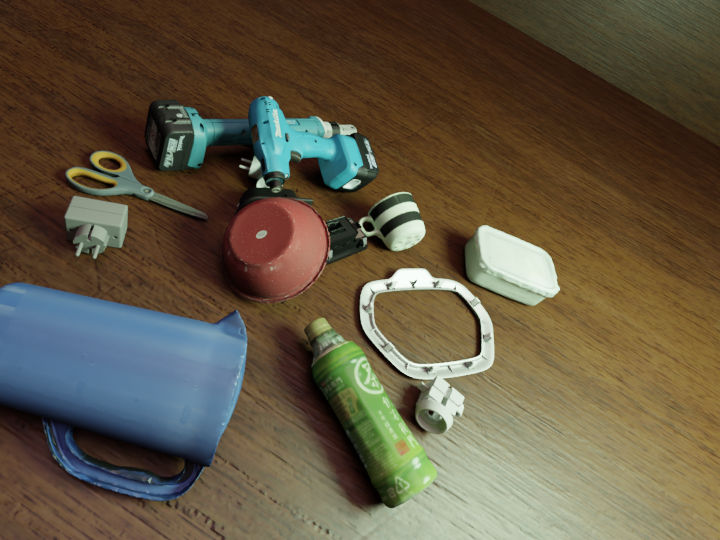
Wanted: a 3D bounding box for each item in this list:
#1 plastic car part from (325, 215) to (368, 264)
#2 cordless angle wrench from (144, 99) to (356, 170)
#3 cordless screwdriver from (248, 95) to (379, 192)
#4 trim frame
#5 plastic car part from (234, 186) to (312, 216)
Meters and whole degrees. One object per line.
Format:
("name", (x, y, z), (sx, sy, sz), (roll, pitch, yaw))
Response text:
("plastic car part", (-0.065, -0.042, 0.661), (0.197, 0.067, 0.068), (-25, 75, -36))
("cordless angle wrench", (-0.164, -0.249, 0.770), (0.407, 0.098, 0.077), (-17, 67, -39))
("cordless screwdriver", (-0.074, -0.184, 0.716), (0.236, 0.076, 0.163), (7, 62, -44))
("trim frame", (0.111, 0.077, 0.664), (0.240, 0.027, 0.192), (-1, 52, -24))
("plastic car part", (-0.145, -0.107, 0.683), (0.113, 0.065, 0.074), (4, 37, -19))
